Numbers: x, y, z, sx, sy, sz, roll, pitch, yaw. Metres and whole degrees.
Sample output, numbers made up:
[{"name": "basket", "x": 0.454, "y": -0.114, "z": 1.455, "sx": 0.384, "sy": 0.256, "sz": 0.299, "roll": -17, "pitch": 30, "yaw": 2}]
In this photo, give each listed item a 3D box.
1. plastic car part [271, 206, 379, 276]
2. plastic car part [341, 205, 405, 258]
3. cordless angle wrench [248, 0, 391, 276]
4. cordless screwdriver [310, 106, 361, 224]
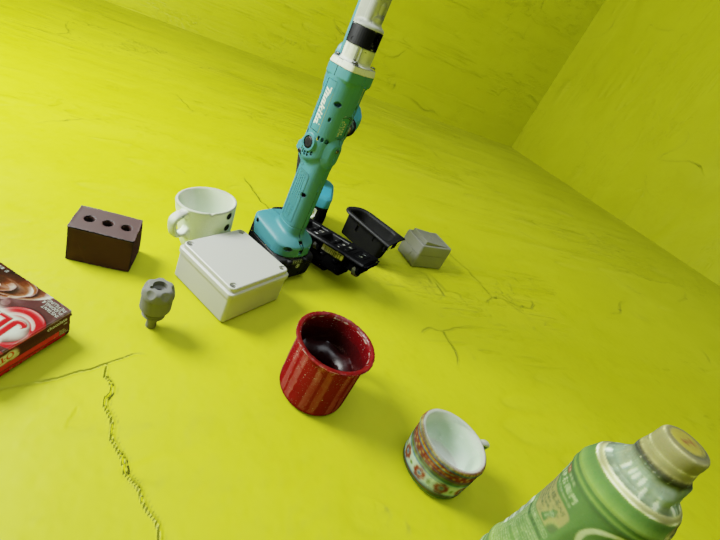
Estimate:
[{"name": "plastic car part", "x": -0.070, "y": -0.046, "z": 0.720, "sx": 0.211, "sy": 0.066, "sz": 0.064, "roll": 36, "pitch": 30, "yaw": 19}, {"name": "plastic car part", "x": 0.012, "y": -0.064, "z": 0.807, "sx": 0.121, "sy": 0.070, "sz": 0.064, "roll": 38, "pitch": 31, "yaw": 22}, {"name": "cordless angle wrench", "x": -0.054, "y": -0.174, "z": 0.579, "sx": 0.071, "sy": 0.420, "sz": 0.103, "roll": -9, "pitch": 45, "yaw": -47}, {"name": "cordless screwdriver", "x": -0.065, "y": -0.183, "z": 0.762, "sx": 0.073, "sy": 0.247, "sz": 0.163, "roll": 20, "pitch": 30, "yaw": -13}]
